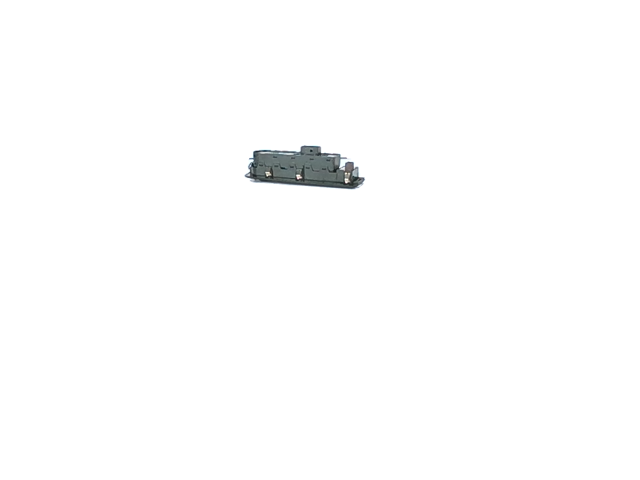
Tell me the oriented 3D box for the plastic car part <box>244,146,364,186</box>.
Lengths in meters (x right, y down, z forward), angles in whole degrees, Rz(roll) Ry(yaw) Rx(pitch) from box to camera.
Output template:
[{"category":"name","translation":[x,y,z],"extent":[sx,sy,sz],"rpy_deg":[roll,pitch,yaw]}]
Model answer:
[{"category":"plastic car part","translation":[-0.033,-0.120,0.698],"extent":[0.204,0.067,0.066],"rpy_deg":[2,22,17]}]
